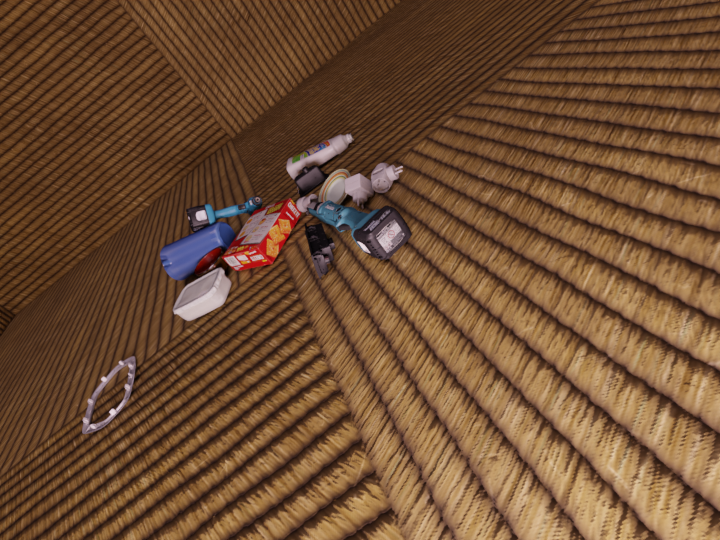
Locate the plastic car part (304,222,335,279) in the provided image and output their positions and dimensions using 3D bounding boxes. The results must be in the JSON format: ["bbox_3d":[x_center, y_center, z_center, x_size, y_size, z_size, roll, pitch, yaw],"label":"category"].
[{"bbox_3d":[-0.099,-0.064,1.008,0.067,0.063,0.212,-28,32,-1],"label":"plastic car part"}]

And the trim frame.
[{"bbox_3d":[-0.676,0.329,1.146,0.184,0.026,0.260,-40,30,-2],"label":"trim frame"}]

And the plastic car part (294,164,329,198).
[{"bbox_3d":[-0.168,-0.300,1.366,0.117,0.067,0.069,-36,31,12],"label":"plastic car part"}]

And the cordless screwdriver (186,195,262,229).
[{"bbox_3d":[-0.451,-0.199,1.417,0.243,0.074,0.163,-17,2,-19],"label":"cordless screwdriver"}]

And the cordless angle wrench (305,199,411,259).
[{"bbox_3d":[-0.039,-0.126,1.019,0.097,0.071,0.444,-44,30,-9],"label":"cordless angle wrench"}]
